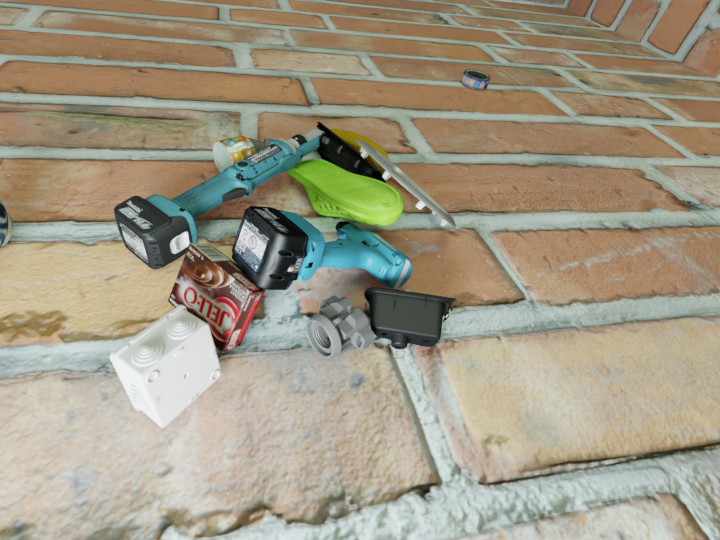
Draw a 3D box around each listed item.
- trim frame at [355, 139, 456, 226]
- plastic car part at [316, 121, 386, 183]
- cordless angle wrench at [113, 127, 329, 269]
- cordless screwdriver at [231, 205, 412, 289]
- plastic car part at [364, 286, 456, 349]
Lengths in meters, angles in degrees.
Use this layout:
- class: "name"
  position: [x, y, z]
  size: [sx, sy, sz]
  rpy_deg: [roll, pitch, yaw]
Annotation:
- class: "trim frame"
  position: [0.075, -0.155, 0.745]
  size: [0.174, 0.027, 0.262]
  rpy_deg: [22, 22, -45]
- class: "plastic car part"
  position: [-0.032, -0.219, 0.836]
  size: [0.067, 0.063, 0.214]
  rpy_deg: [-42, 58, -11]
- class: "cordless angle wrench"
  position: [-0.198, -0.156, 0.714]
  size: [0.102, 0.072, 0.417]
  rpy_deg: [31, 50, 19]
- class: "cordless screwdriver"
  position: [-0.058, -0.038, 0.591]
  size: [0.236, 0.074, 0.168]
  rpy_deg: [4, 27, -42]
- class: "plastic car part"
  position: [0.060, 0.069, 0.560]
  size: [0.117, 0.064, 0.072]
  rpy_deg: [6, 57, 0]
